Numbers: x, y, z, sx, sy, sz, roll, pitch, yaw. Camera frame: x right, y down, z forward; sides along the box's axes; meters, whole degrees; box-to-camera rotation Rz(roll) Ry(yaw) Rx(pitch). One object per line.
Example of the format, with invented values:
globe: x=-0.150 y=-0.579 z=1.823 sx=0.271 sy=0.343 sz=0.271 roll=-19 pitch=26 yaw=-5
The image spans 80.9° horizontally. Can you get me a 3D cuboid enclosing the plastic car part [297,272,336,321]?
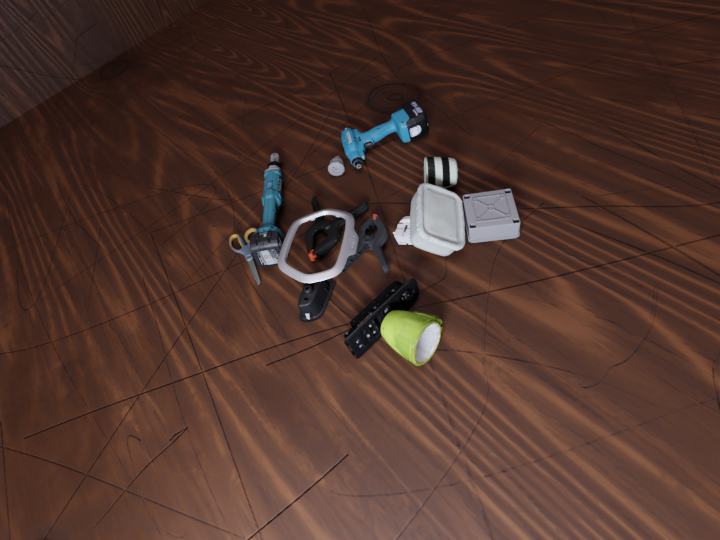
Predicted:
plastic car part: x=-0.109 y=0.052 z=0.962 sx=0.068 sy=0.067 sz=0.118 roll=5 pitch=54 yaw=21

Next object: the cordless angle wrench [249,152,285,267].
cordless angle wrench: x=-0.247 y=-0.198 z=1.183 sx=0.075 sy=0.094 sz=0.438 roll=-11 pitch=49 yaw=4

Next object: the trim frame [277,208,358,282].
trim frame: x=-0.099 y=-0.065 z=1.011 sx=0.189 sy=0.026 sz=0.253 roll=-2 pitch=45 yaw=15

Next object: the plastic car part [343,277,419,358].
plastic car part: x=0.042 y=0.091 z=0.894 sx=0.201 sy=0.063 sz=0.070 roll=-40 pitch=28 yaw=-11

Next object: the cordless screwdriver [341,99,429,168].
cordless screwdriver: x=0.072 y=-0.387 z=1.224 sx=0.252 sy=0.070 sz=0.166 roll=-19 pitch=52 yaw=9
